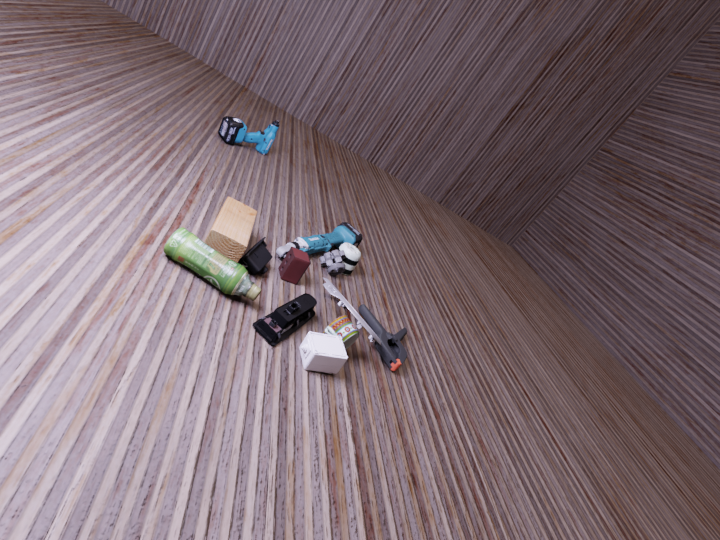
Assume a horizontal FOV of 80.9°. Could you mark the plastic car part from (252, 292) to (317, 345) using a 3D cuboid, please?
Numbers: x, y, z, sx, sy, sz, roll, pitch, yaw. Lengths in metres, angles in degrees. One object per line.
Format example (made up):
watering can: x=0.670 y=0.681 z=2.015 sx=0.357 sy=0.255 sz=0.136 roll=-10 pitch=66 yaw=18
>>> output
plastic car part: x=-0.157 y=0.096 z=0.953 sx=0.068 sy=0.067 sz=0.198 roll=33 pitch=19 yaw=12

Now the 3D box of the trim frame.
trim frame: x=-0.027 y=0.099 z=1.054 sx=0.176 sy=0.027 sz=0.260 roll=52 pitch=-3 yaw=-30

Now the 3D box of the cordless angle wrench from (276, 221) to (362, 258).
cordless angle wrench: x=-0.131 y=-0.085 z=1.336 sx=0.101 sy=0.074 sz=0.409 roll=41 pitch=26 yaw=15

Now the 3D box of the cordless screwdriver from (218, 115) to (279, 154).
cordless screwdriver: x=-0.456 y=-0.583 z=1.763 sx=0.236 sy=0.159 sz=0.078 roll=2 pitch=40 yaw=-49

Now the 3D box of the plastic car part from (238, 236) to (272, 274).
plastic car part: x=-0.259 y=-0.024 z=1.059 sx=0.069 sy=0.067 sz=0.118 roll=45 pitch=24 yaw=-14
